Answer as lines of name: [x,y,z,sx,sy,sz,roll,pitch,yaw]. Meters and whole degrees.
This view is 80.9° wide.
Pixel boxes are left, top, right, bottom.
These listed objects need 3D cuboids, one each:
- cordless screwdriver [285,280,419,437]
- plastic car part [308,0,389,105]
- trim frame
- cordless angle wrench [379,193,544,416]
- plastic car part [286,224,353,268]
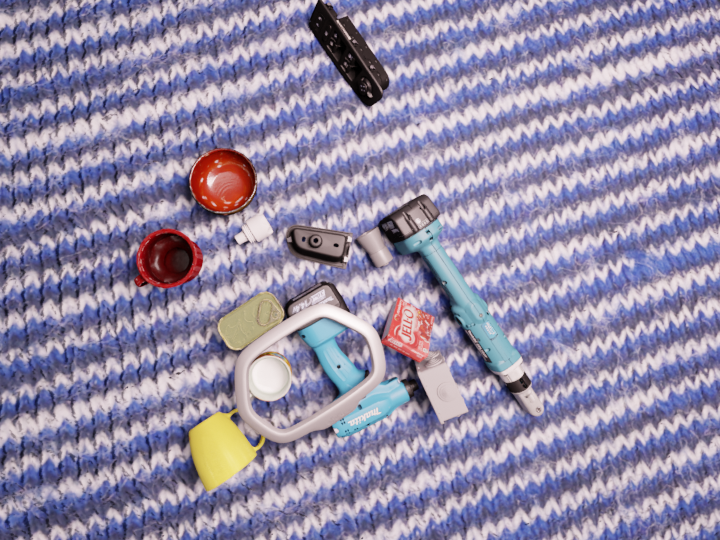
cordless screwdriver: [-0.017,0.135,0.707,0.158,0.075,0.248,-25,91,-6]
plastic car part: [-0.014,-0.389,0.763,0.065,0.067,0.204,-28,86,-32]
trim frame: [-0.080,0.161,0.657,0.248,0.028,0.183,-34,93,-2]
cordless angle wrench: [0.185,0.069,0.716,0.074,0.099,0.422,-34,91,-10]
plastic car part: [-0.070,-0.046,0.720,0.115,0.071,0.066,11,85,-7]
